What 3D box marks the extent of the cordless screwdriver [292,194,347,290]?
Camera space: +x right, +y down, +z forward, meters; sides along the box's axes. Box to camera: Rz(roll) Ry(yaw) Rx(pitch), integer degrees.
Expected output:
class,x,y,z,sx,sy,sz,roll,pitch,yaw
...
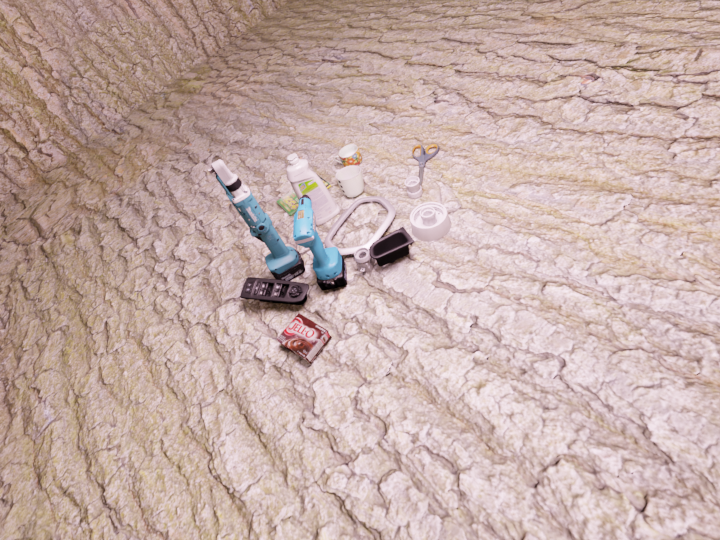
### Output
class,x,y,z,sx,sy,sz,roll,pitch,yaw
cordless screwdriver,-0.108,-0.071,1.108,0.076,0.236,0.164,-15,47,11

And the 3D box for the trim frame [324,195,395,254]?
class,x,y,z,sx,sy,sz,roll,pitch,yaw
trim frame,-0.003,-0.136,1.260,0.194,0.026,0.248,17,61,35

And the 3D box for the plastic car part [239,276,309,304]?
class,x,y,z,sx,sy,sz,roll,pitch,yaw
plastic car part,-0.231,0.065,1.172,0.211,0.064,0.067,1,52,26

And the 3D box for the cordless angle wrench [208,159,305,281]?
class,x,y,z,sx,sy,sz,roll,pitch,yaw
cordless angle wrench,-0.268,-0.125,1.115,0.098,0.402,0.078,-29,46,-2

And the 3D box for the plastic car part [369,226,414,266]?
class,x,y,z,sx,sy,sz,roll,pitch,yaw
plastic car part,0.082,-0.052,1.119,0.116,0.067,0.069,-28,46,0
